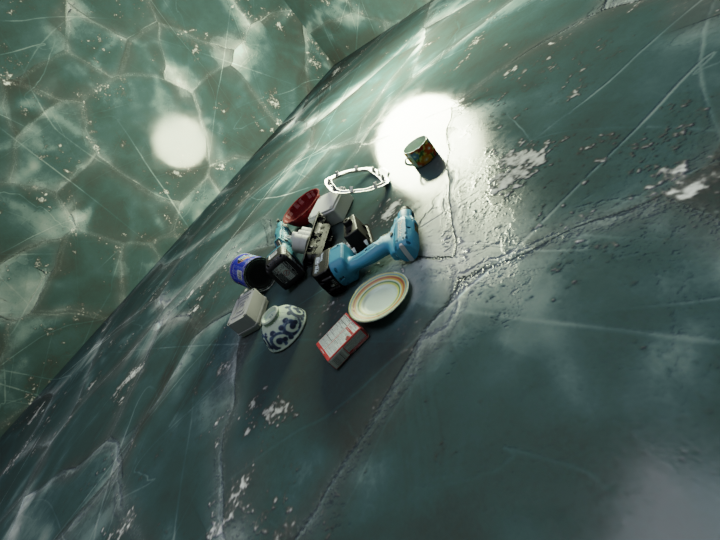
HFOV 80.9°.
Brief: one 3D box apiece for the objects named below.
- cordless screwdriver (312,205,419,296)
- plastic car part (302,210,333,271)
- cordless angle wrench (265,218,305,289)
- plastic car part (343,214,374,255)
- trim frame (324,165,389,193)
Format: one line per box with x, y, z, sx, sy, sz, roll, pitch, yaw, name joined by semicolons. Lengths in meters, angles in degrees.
0.014;-0.049;0.941;0.255;0.071;0.163;-25;34;26;cordless screwdriver
-0.113;-0.074;1.151;0.064;0.068;0.205;98;-173;-45;plastic car part
-0.236;-0.078;1.301;0.075;0.094;0.437;-41;24;7;cordless angle wrench
-0.014;-0.095;1.041;0.067;0.067;0.120;-34;32;17;plastic car part
-0.011;-0.272;1.250;0.183;0.027;0.258;-14;26;-7;trim frame
